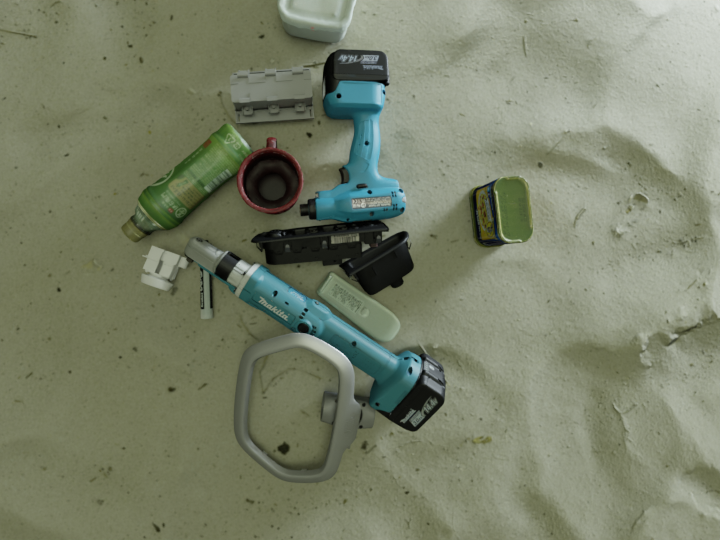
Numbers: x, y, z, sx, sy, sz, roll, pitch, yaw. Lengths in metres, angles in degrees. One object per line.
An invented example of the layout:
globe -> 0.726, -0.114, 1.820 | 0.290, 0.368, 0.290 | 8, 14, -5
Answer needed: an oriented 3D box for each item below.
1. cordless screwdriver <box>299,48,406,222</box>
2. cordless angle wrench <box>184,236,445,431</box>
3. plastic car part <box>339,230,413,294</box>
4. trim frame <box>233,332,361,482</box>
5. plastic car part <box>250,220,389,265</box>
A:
cordless screwdriver -> -0.023, -0.197, 0.641 | 0.158, 0.075, 0.248 | -6, 91, -7
cordless angle wrench -> -0.076, 0.073, 0.617 | 0.424, 0.074, 0.098 | 33, 115, 1
plastic car part -> 0.037, -0.003, 0.647 | 0.116, 0.068, 0.069 | -27, 106, -7
trim frame -> -0.094, 0.201, 0.608 | 0.188, 0.027, 0.245 | 12, 104, 11
plastic car part -> -0.063, -0.041, 0.644 | 0.202, 0.068, 0.065 | -2, 113, -4
